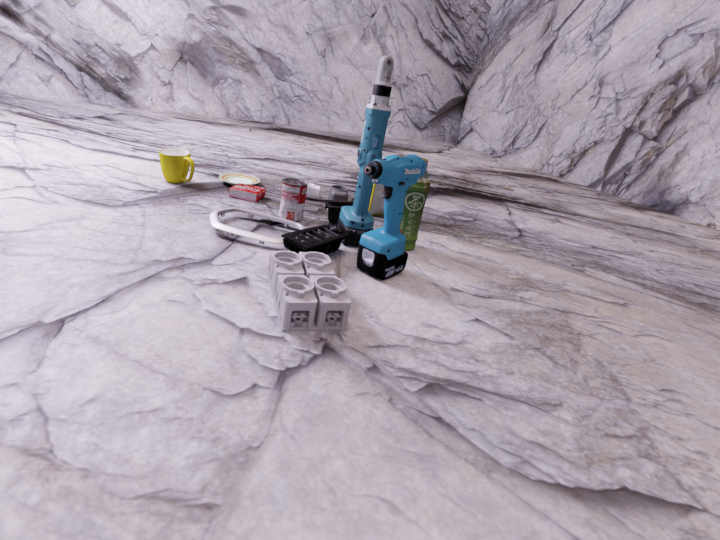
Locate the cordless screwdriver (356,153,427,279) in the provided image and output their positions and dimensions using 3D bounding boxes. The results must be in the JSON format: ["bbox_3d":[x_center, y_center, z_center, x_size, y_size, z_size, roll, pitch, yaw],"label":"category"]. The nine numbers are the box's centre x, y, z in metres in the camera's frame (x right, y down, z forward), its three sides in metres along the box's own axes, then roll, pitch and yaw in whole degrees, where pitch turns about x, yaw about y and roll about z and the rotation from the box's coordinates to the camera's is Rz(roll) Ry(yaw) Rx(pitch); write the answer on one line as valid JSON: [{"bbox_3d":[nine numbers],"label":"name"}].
[{"bbox_3d":[0.046,-0.105,0.837,0.078,0.245,0.153,28,28,35],"label":"cordless screwdriver"}]

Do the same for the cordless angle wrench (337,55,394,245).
[{"bbox_3d":[0.020,-0.262,0.966,0.072,0.416,0.102,4,23,-18],"label":"cordless angle wrench"}]

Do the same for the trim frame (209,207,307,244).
[{"bbox_3d":[-0.240,-0.106,1.005,0.252,0.027,0.185,12,24,7],"label":"trim frame"}]

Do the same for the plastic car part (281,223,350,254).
[{"bbox_3d":[-0.088,-0.058,0.904,0.069,0.066,0.197,21,26,24],"label":"plastic car part"}]

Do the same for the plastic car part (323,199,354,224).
[{"bbox_3d":[-0.039,-0.146,1.111,0.114,0.070,0.069,2,24,-16],"label":"plastic car part"}]
